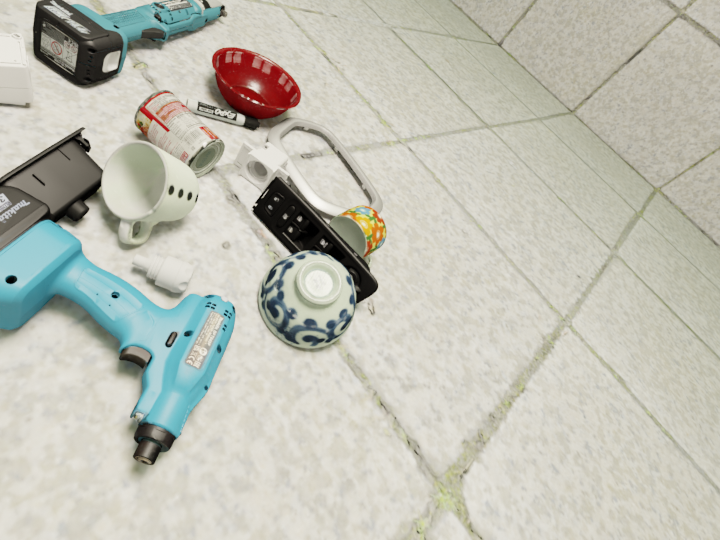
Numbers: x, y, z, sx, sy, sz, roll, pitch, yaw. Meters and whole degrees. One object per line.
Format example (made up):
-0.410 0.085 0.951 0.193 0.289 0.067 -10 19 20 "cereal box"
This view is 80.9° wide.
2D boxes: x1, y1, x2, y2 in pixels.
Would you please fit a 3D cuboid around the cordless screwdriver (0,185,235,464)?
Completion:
-0.241 0.046 0.367 0.242 0.075 0.162 31 42 -15 "cordless screwdriver"

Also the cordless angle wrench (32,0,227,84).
-0.345 -0.419 0.712 0.097 0.075 0.426 33 39 -9 "cordless angle wrench"

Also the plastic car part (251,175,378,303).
-0.057 -0.037 0.584 0.207 0.067 0.065 47 16 11 "plastic car part"

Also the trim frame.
-0.058 -0.176 0.728 0.177 0.027 0.257 -18 63 -42 "trim frame"

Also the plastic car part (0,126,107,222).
-0.317 -0.086 0.446 0.068 0.067 0.118 41 42 -22 "plastic car part"
